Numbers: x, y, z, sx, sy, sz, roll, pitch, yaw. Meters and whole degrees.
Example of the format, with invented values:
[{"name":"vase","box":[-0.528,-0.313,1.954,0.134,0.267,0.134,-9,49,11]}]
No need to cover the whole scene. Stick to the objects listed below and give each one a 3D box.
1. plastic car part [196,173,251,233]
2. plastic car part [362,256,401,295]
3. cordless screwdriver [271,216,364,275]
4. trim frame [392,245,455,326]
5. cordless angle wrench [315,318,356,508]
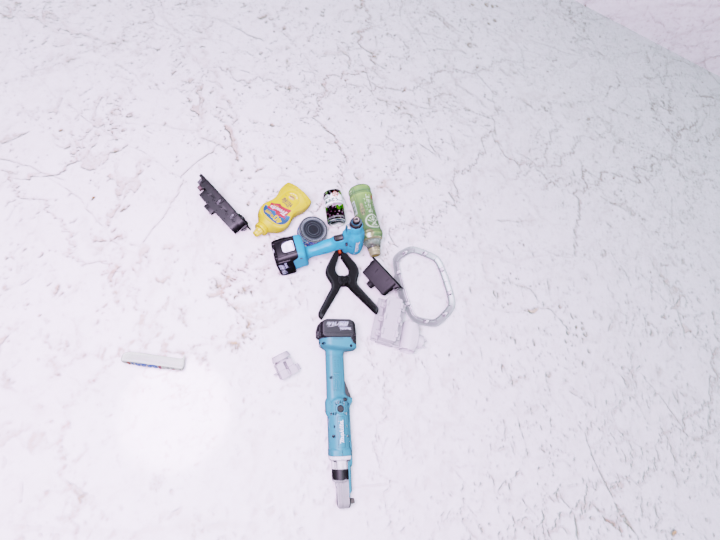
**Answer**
[{"name":"plastic car part","box":[-0.386,-0.175,1.169,0.205,0.066,0.066,42,73,5]},{"name":"plastic car part","box":[0.053,0.026,1.193,0.071,0.063,0.121,-46,72,4]},{"name":"cordless screwdriver","box":[-0.110,-0.072,1.121,0.247,0.155,0.077,-14,66,-7]},{"name":"trim frame","box":[0.184,0.042,1.240,0.180,0.027,0.255,-8,71,-16]},{"name":"cordless angle wrench","box":[-0.054,0.334,1.028,0.096,0.074,0.432,2,69,-15]}]
